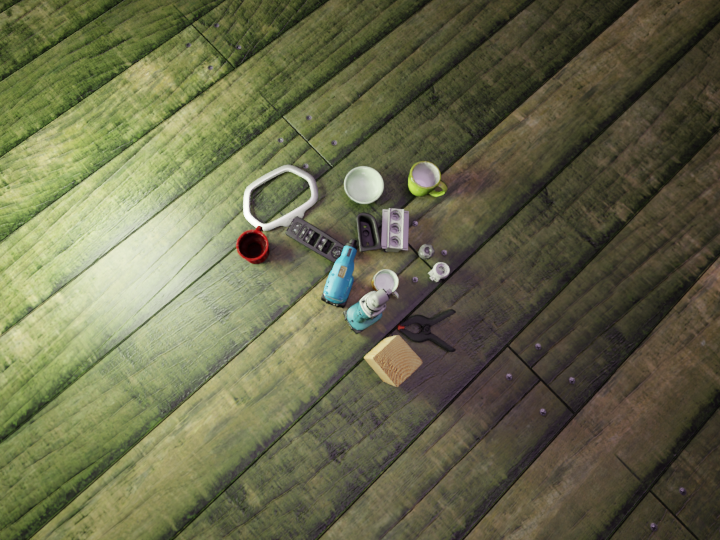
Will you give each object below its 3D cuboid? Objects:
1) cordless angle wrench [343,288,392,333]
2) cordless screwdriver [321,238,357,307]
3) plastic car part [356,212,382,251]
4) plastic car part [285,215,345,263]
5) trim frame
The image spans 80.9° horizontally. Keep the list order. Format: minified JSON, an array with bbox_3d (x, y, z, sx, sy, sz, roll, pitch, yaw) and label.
[{"bbox_3d":[0.020,0.094,1.039,0.097,0.418,0.076,-31,83,-10],"label":"cordless angle wrench"},{"bbox_3d":[-0.051,0.016,1.149,0.075,0.246,0.160,19,77,-1],"label":"cordless screwdriver"},{"bbox_3d":[0.020,-0.111,1.272,0.066,0.070,0.119,-8,76,-4],"label":"plastic car part"},{"bbox_3d":[-0.124,-0.081,1.267,0.206,0.066,0.066,30,77,7],"label":"plastic car part"},{"bbox_3d":[-0.252,-0.227,1.326,0.247,0.027,0.188,-32,77,-8],"label":"trim frame"}]
